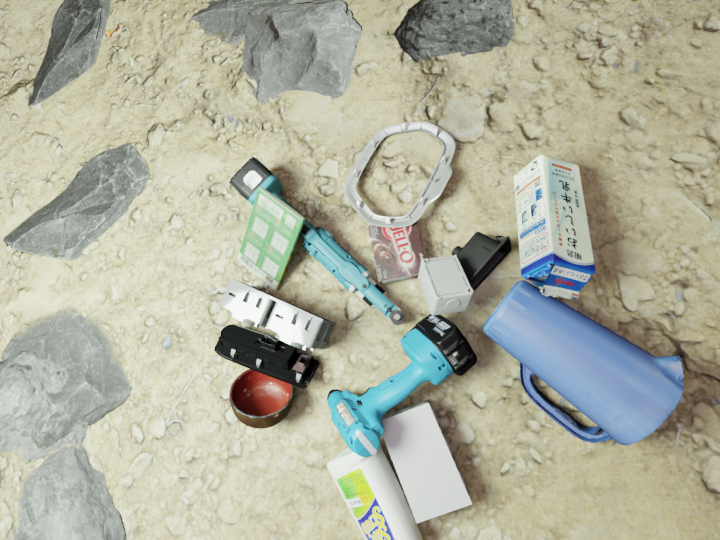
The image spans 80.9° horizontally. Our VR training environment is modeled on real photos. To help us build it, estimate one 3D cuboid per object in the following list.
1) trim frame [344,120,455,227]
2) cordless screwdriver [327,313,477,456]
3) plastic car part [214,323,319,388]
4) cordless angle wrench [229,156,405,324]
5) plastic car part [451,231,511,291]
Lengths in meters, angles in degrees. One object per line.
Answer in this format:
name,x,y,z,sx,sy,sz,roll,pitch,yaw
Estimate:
trim frame,0.077,-0.191,0.808,0.192,0.026,0.249,24,73,22
cordless screwdriver,0.055,0.174,0.698,0.247,0.165,0.072,-40,111,-9
plastic car part,-0.181,0.148,0.774,0.210,0.064,0.066,12,45,20
cordless angle wrench,-0.078,-0.051,0.802,0.435,0.095,0.074,43,88,15
plastic car part,0.198,-0.021,0.742,0.116,0.062,0.075,-46,58,2
